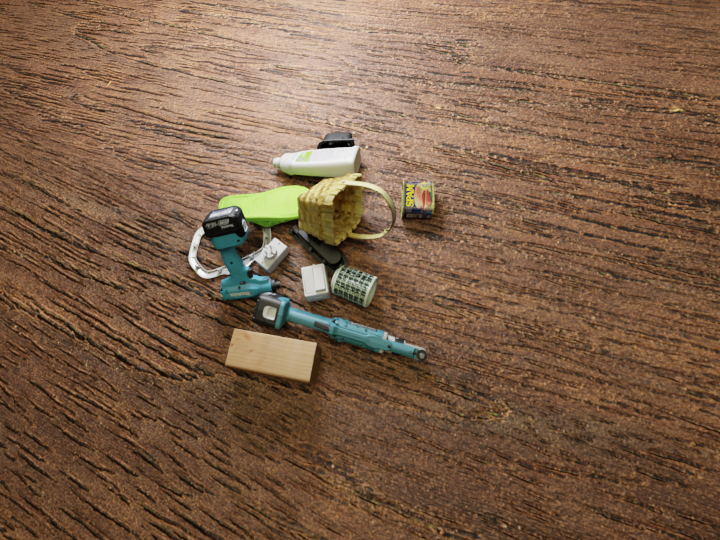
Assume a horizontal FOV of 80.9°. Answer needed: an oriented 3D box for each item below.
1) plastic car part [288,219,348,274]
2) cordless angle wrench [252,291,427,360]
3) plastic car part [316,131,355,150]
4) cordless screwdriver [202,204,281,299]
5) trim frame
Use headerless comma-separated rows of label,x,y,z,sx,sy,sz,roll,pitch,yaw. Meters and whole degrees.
plastic car part,-0.111,-0.073,1.136,0.066,0.065,0.210,-40,71,-16
cordless angle wrench,-0.050,0.144,1.026,0.431,0.096,0.074,15,91,10
plastic car part,-0.068,-0.383,1.258,0.119,0.063,0.072,6,55,13
cordless screwdriver,-0.299,-0.039,1.074,0.160,0.241,0.076,-6,27,4
trim frame,-0.370,-0.076,1.194,0.248,0.027,0.190,-23,67,-3
